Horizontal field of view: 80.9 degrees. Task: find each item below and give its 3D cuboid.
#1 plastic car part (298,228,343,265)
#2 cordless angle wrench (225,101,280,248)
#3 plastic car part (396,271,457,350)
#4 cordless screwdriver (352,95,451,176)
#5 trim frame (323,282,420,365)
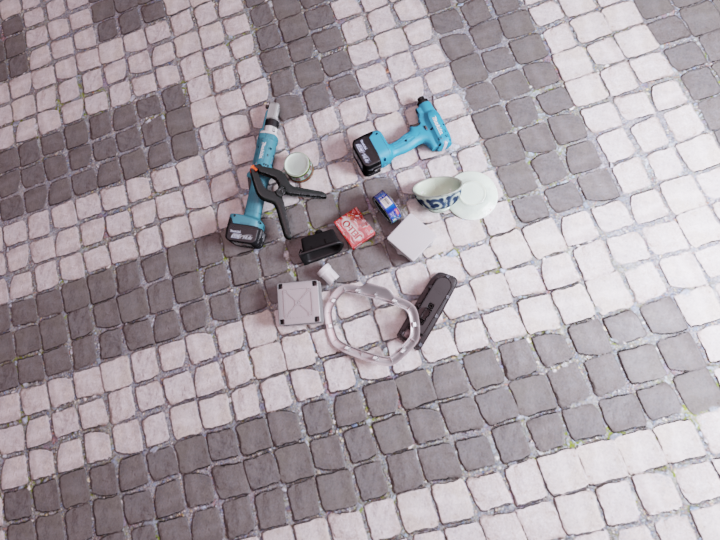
[{"bbox_3d":[-0.108,-0.071,1.104,0.116,0.063,0.074,-22,64,0],"label":"plastic car part"},{"bbox_3d":[-0.276,-0.273,1.165,0.100,0.072,0.427,8,78,8],"label":"cordless angle wrench"},{"bbox_3d":[0.164,0.090,1.024,0.069,0.065,0.203,30,82,18],"label":"plastic car part"},{"bbox_3d":[0.098,-0.358,1.121,0.249,0.073,0.163,-21,76,0],"label":"cordless screwdriver"},{"bbox_3d":[0.021,0.125,1.029,0.260,0.026,0.184,15,87,26],"label":"trim frame"}]
